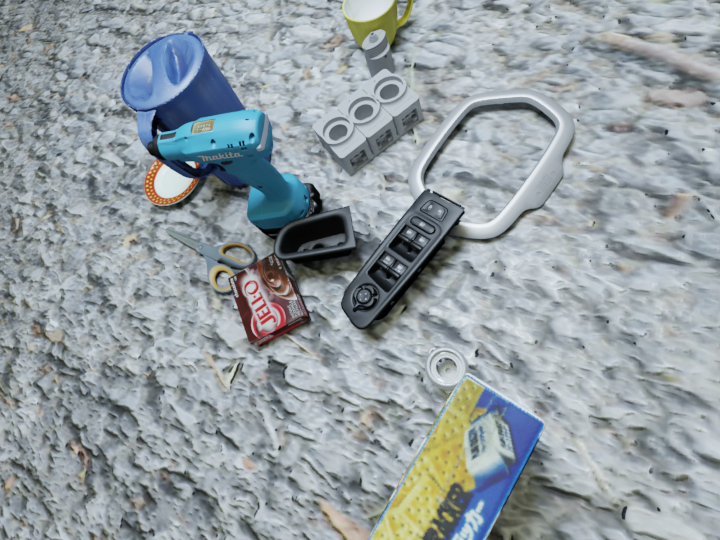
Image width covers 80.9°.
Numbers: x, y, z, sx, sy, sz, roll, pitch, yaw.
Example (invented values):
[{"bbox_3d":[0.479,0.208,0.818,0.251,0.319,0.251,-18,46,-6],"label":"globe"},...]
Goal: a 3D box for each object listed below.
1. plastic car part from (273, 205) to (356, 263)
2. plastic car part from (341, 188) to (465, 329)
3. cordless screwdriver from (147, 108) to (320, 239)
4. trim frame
[{"bbox_3d":[-0.060,-0.039,0.611,0.119,0.068,0.068,-13,66,14],"label":"plastic car part"},{"bbox_3d":[0.052,-0.009,0.560,0.069,0.064,0.203,39,85,27],"label":"plastic car part"},{"bbox_3d":[-0.158,-0.122,0.584,0.164,0.237,0.076,-1,70,17],"label":"cordless screwdriver"},{"bbox_3d":[0.180,-0.155,0.595,0.193,0.026,0.248,33,83,28],"label":"trim frame"}]
